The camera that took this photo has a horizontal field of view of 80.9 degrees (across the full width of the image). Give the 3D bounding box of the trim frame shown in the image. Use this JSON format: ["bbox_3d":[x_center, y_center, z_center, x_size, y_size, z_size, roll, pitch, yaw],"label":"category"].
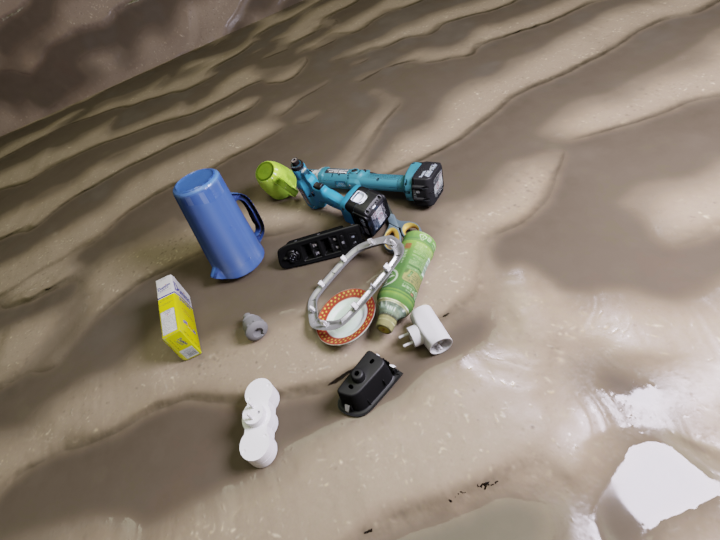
[{"bbox_3d":[-0.015,0.018,0.842,0.247,0.026,0.194,-47,32,-14],"label":"trim frame"}]

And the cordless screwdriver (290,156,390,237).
[{"bbox_3d":[-0.058,-0.179,0.988,0.263,0.151,0.074,28,70,36],"label":"cordless screwdriver"}]

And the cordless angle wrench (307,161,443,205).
[{"bbox_3d":[-0.008,-0.233,1.081,0.444,0.071,0.097,11,45,32],"label":"cordless angle wrench"}]

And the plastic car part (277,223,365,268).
[{"bbox_3d":[-0.094,-0.062,0.965,0.204,0.063,0.070,-18,36,4],"label":"plastic car part"}]

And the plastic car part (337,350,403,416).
[{"bbox_3d":[0.007,0.182,0.705,0.070,0.068,0.115,27,60,37],"label":"plastic car part"}]
